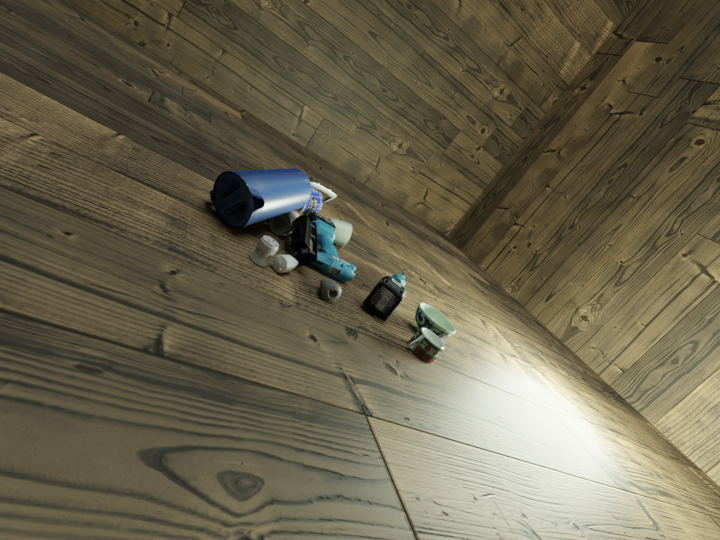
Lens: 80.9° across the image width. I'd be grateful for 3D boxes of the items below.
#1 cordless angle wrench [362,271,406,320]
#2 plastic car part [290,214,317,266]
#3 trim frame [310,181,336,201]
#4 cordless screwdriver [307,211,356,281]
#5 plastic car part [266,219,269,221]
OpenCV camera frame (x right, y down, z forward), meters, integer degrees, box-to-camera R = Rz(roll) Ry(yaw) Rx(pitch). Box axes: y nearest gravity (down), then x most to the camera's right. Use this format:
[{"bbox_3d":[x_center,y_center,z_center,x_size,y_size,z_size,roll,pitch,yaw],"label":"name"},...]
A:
[{"bbox_3d":[0.094,0.050,1.240,0.075,0.098,0.416,38,12,5],"label":"cordless angle wrench"},{"bbox_3d":[-0.150,-0.085,1.078,0.064,0.067,0.208,59,13,-27],"label":"plastic car part"},{"bbox_3d":[-0.199,-0.291,1.552,0.192,0.028,0.236,-1,-9,33],"label":"trim frame"},{"bbox_3d":[-0.116,-0.076,1.189,0.151,0.074,0.261,24,23,-34],"label":"cordless screwdriver"},{"bbox_3d":[-0.268,-0.179,1.214,0.067,0.066,0.122,45,6,-31],"label":"plastic car part"}]
